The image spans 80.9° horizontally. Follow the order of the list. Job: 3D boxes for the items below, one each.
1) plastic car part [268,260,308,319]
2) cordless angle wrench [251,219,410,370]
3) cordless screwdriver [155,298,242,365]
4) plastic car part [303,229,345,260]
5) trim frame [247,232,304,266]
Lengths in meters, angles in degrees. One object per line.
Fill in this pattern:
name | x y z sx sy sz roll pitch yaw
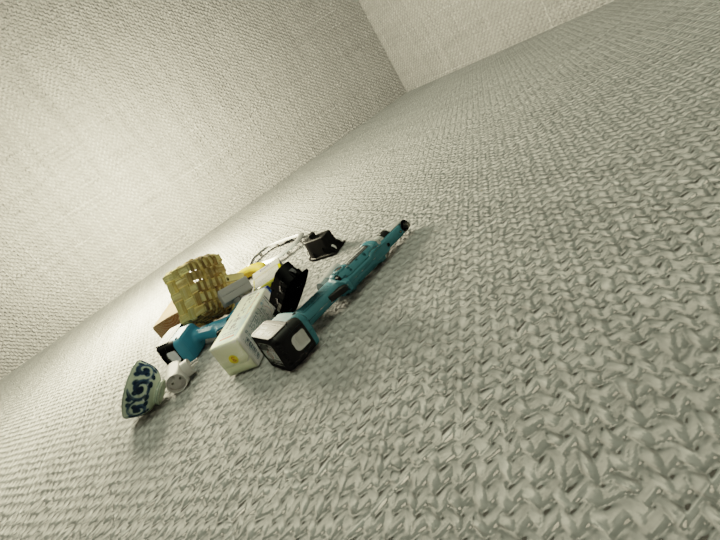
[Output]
plastic car part | -0.148 0.039 0.849 0.065 0.068 0.202 -34 -11 -30
cordless angle wrench | -0.031 0.019 0.842 0.102 0.072 0.417 -6 32 52
cordless screwdriver | -0.372 0.163 1.010 0.253 0.072 0.162 -24 23 14
plastic car part | -0.111 -0.073 1.140 0.121 0.069 0.065 -13 26 36
trim frame | -0.288 -0.065 1.428 0.257 0.027 0.183 -17 28 40
